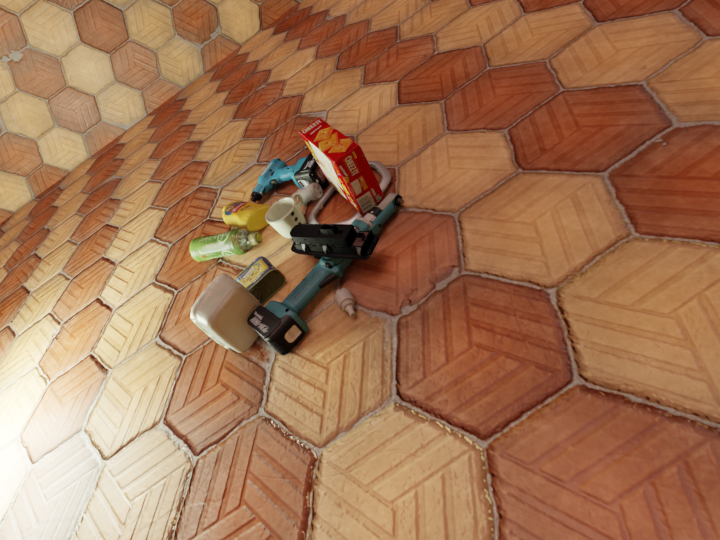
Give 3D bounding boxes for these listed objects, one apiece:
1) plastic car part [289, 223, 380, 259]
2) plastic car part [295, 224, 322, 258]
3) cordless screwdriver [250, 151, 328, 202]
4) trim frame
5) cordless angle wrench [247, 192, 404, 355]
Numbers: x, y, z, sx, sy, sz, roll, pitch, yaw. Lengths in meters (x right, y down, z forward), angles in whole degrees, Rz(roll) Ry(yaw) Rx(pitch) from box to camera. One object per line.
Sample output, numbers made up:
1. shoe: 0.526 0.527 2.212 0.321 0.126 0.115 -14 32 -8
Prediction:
1. plastic car part: -0.069 -0.064 0.856 0.213 0.063 0.067 2 56 37
2. plastic car part: -0.094 -0.062 0.962 0.122 0.062 0.071 7 72 34
3. cordless screwdriver: -0.203 -0.258 1.197 0.262 0.070 0.159 6 57 42
4. trim frame: -0.029 -0.184 1.045 0.195 0.026 0.248 20 67 42
5. cordless angle wrench: -0.054 -0.016 0.884 0.104 0.070 0.421 25 68 45
